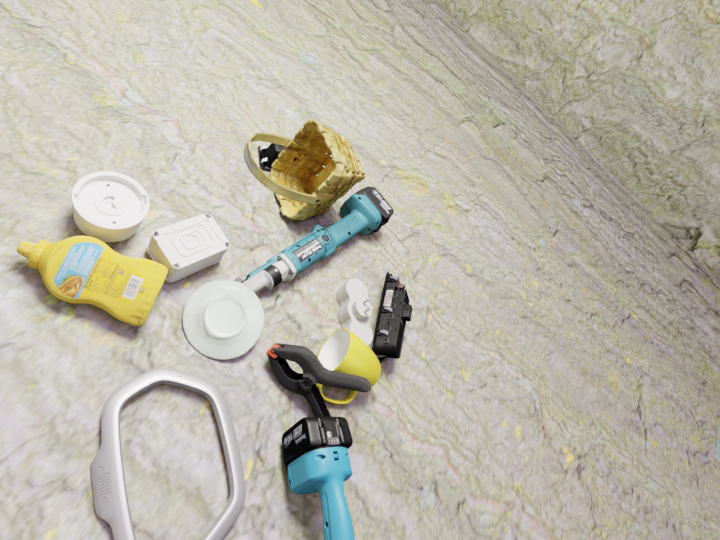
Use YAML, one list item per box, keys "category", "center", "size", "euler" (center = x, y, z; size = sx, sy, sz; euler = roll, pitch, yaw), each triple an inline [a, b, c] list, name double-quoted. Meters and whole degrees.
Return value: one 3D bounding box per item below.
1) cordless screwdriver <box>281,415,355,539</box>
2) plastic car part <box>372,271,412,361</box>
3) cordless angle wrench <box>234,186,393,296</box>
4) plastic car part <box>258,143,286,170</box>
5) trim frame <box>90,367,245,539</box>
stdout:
- category: "cordless screwdriver"
  center: [-0.049, 0.341, 0.572]
  size: [0.071, 0.159, 0.261]
  euler: [13, 39, -34]
- category: "plastic car part"
  center: [0.065, 0.099, 0.843]
  size: [0.069, 0.063, 0.205]
  euler: [5, 49, 18]
- category: "cordless angle wrench"
  center: [-0.084, -0.055, 0.857]
  size: [0.099, 0.075, 0.414]
  euler: [49, 48, 3]
- category: "plastic car part"
  center: [-0.162, -0.258, 0.943]
  size: [0.112, 0.072, 0.068]
  euler: [6, 60, -29]
- category: "trim frame"
  center: [-0.249, 0.252, 0.557]
  size: [0.176, 0.028, 0.256]
  euler: [-5, 65, -38]
